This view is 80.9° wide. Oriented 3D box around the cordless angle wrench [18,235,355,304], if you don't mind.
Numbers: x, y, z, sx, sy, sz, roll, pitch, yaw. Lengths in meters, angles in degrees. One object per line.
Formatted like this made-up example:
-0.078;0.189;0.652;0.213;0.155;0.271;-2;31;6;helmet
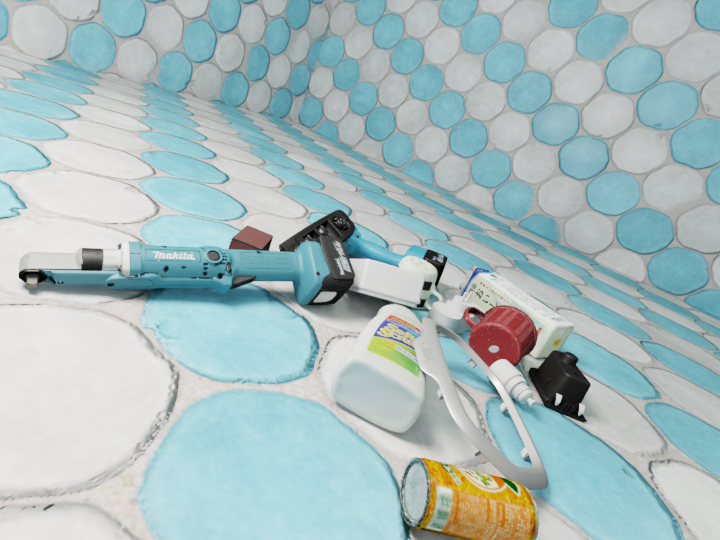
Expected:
-0.204;-0.003;0.573;0.404;0.075;0.102;1;54;-33;cordless angle wrench

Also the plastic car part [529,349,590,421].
0.317;0.165;0.665;0.066;0.070;0.117;23;23;-2;plastic car part

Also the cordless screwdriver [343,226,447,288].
0.059;-0.039;0.929;0.254;0.073;0.158;20;20;9;cordless screwdriver

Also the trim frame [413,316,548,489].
0.139;0.149;0.515;0.179;0.028;0.254;39;20;-16;trim frame

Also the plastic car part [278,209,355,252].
-0.078;-0.051;0.794;0.068;0.067;0.200;39;45;8;plastic car part
